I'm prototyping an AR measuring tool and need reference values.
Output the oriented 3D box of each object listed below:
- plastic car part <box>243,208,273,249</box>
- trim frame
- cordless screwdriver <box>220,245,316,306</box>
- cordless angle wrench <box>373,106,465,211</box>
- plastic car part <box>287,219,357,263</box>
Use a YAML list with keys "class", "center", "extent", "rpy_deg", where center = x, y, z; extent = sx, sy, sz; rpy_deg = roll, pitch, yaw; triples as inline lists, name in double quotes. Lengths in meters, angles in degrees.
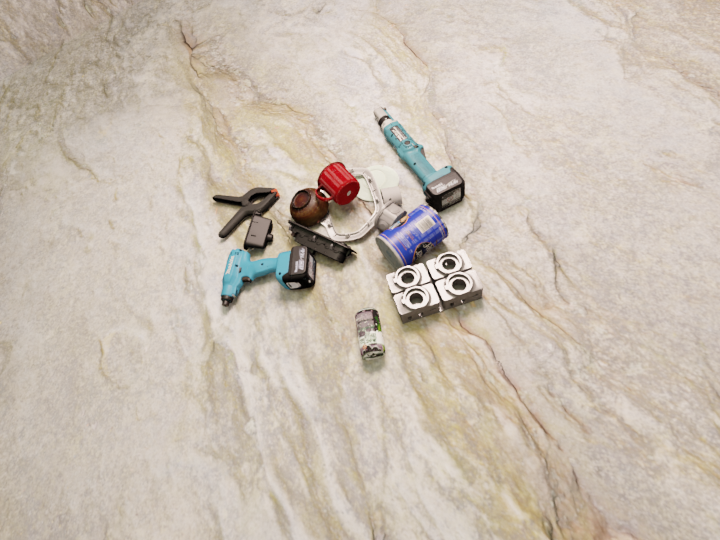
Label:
- class: "plastic car part"
  center: [-0.275, -0.102, 1.171]
  extent: [0.071, 0.064, 0.118]
  rpy_deg: [7, 65, 3]
- class: "trim frame"
  center: [-0.037, -0.188, 1.153]
  extent: [0.187, 0.026, 0.258]
  rpy_deg: [-24, 58, 14]
- class: "cordless screwdriver"
  center: [-0.242, 0.017, 1.080]
  extent: [0.256, 0.071, 0.162]
  rpy_deg: [-2, 60, 19]
- class: "cordless angle wrench"
  center: [0.136, -0.337, 1.180]
  extent: [0.098, 0.071, 0.444]
  rpy_deg: [-28, 54, -2]
- class: "plastic car part"
  center: [-0.107, -0.070, 1.096]
  extent: [0.212, 0.063, 0.067]
  rpy_deg: [21, 77, 26]
